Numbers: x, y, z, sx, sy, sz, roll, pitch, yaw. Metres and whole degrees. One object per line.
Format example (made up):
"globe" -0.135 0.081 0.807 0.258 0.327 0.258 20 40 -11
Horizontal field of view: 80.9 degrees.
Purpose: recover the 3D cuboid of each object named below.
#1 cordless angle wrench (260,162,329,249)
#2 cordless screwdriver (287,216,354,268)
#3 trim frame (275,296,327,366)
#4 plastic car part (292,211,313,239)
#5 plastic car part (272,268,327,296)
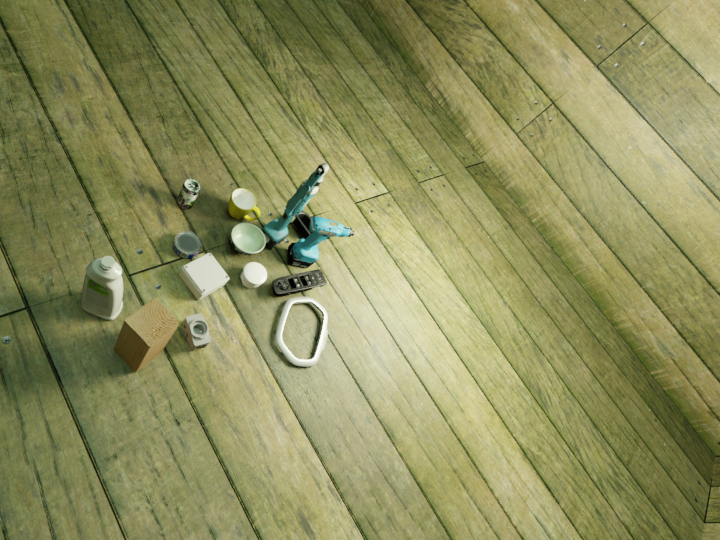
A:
"cordless angle wrench" -0.215 -0.212 1.387 0.074 0.429 0.096 49 46 -1
"cordless screwdriver" -0.144 -0.094 1.473 0.152 0.252 0.077 13 56 -29
"trim frame" -0.188 0.196 1.396 0.179 0.028 0.253 25 49 -17
"plastic car part" -0.211 -0.164 1.602 0.118 0.072 0.064 49 46 4
"plastic car part" -0.218 0.048 1.452 0.195 0.068 0.068 -10 68 -38
